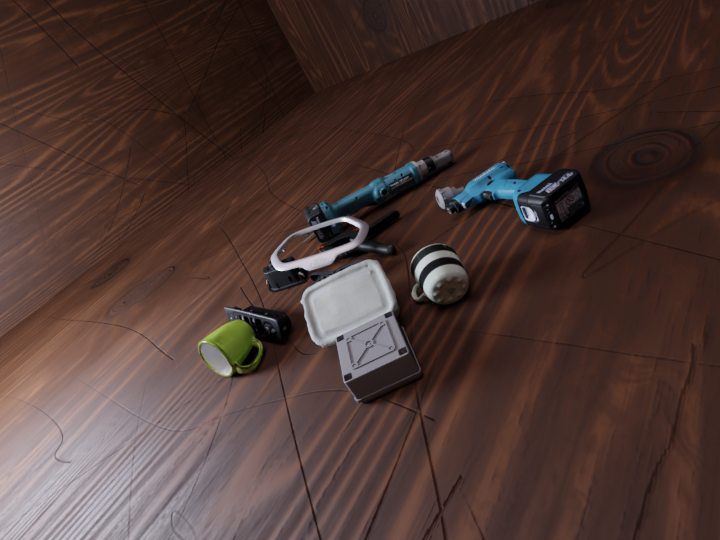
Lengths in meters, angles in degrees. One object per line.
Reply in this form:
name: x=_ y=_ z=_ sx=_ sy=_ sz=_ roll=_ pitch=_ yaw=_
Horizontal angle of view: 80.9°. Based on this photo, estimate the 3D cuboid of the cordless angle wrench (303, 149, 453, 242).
cordless angle wrench: x=0.055 y=-0.214 z=1.124 sx=0.423 sy=0.094 sz=0.077 roll=-28 pitch=31 yaw=1

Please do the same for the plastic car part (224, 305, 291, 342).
plastic car part: x=-0.218 y=0.112 z=0.922 sx=0.065 sy=0.065 sz=0.213 roll=-19 pitch=16 yaw=-39

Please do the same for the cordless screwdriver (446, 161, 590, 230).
cordless screwdriver: x=0.286 y=-0.138 z=0.812 sx=0.159 sy=0.071 sz=0.259 roll=-35 pitch=26 yaw=-5

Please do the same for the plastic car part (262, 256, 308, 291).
plastic car part: x=-0.195 y=0.004 z=1.046 sx=0.119 sy=0.068 sz=0.067 roll=-17 pitch=30 yaw=19

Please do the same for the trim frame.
trim frame: x=-0.098 y=-0.064 z=1.004 sx=0.251 sy=0.026 sz=0.190 roll=-17 pitch=32 yaw=8
